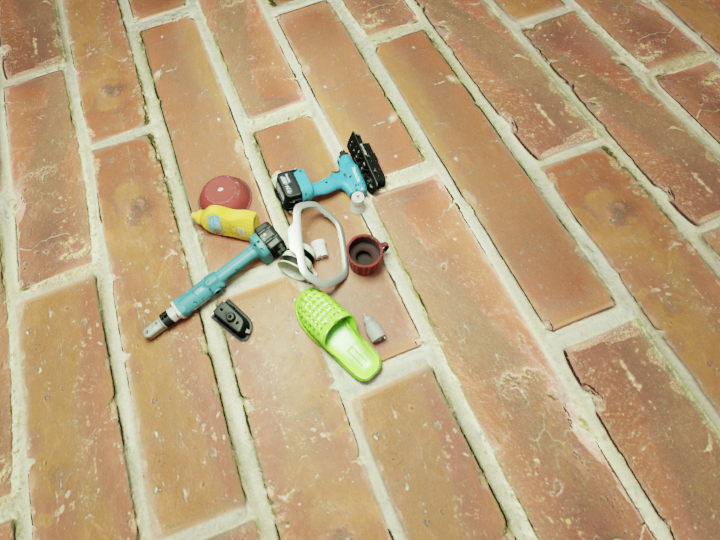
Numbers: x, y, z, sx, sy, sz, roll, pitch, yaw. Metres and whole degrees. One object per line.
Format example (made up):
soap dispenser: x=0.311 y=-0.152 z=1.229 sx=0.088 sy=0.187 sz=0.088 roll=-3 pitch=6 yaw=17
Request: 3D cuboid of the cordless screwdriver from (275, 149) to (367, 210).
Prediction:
cordless screwdriver: x=-0.117 y=-0.262 z=1.200 sx=0.243 sy=0.073 sz=0.165 roll=-14 pitch=66 yaw=-17

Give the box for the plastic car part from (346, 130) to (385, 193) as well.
plastic car part: x=0.021 y=-0.312 z=1.240 sx=0.064 sy=0.066 sz=0.210 roll=-4 pitch=62 yaw=-28

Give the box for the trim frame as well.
trim frame: x=-0.108 y=-0.071 z=1.104 sx=0.175 sy=0.028 sz=0.255 roll=10 pitch=62 yaw=-39

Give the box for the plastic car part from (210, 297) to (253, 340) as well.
plastic car part: x=-0.324 y=0.120 z=1.063 sx=0.121 sy=0.068 sz=0.066 roll=35 pitch=74 yaw=19

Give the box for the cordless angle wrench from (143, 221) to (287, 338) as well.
cordless angle wrench: x=-0.382 y=0.035 z=1.097 sx=0.420 sy=0.096 sz=0.077 roll=-39 pitch=75 yaw=-9
